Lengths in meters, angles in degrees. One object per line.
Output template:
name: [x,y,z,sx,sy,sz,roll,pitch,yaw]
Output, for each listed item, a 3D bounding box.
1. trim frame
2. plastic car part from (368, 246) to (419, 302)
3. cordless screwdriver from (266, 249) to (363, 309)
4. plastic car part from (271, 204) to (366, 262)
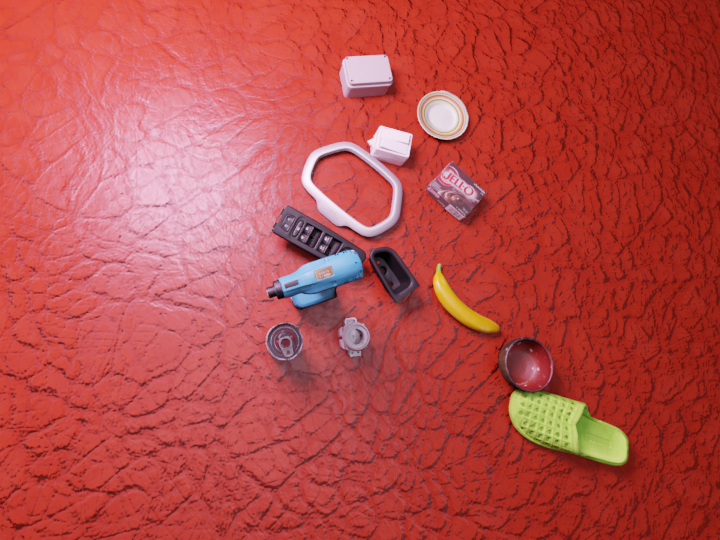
trim frame: [-0.017,-0.186,0.958,0.249,0.027,0.183,39,74,1]
plastic car part: [0.059,0.004,0.905,0.065,0.071,0.118,-32,86,-16]
cordless screwdriver: [-0.100,0.027,0.781,0.156,0.250,0.075,-18,86,-16]
plastic car part: [-0.088,-0.057,0.897,0.202,0.067,0.066,28,75,-3]
